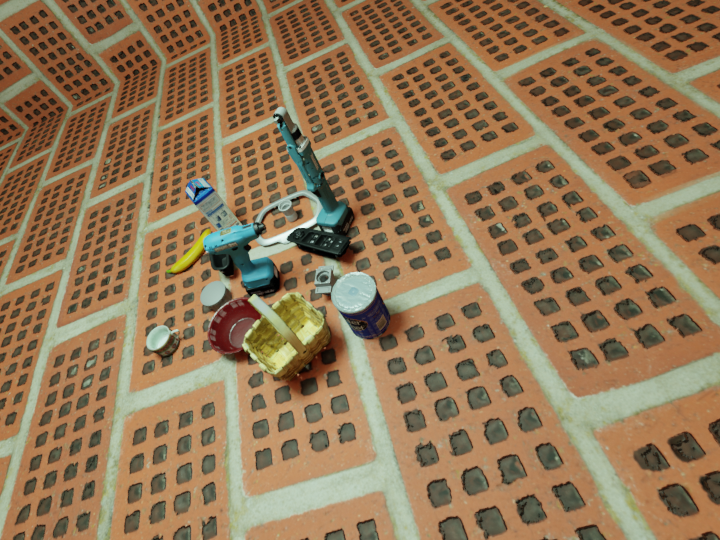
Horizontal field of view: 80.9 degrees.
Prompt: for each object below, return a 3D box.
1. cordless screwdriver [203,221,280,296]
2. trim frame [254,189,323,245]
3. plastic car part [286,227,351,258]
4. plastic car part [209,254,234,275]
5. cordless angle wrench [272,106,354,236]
[{"bbox_3d":[-0.279,-0.032,1.108,0.161,0.236,0.077,-16,52,10],"label":"cordless screwdriver"},{"bbox_3d":[-0.228,-0.163,1.317,0.250,0.026,0.192,-23,51,7],"label":"trim frame"},{"bbox_3d":[-0.116,-0.076,1.181,0.213,0.063,0.066,18,64,32],"label":"plastic car part"},{"bbox_3d":[-0.408,-0.026,1.270,0.066,0.067,0.122,-26,50,3],"label":"plastic car part"},{"bbox_3d":[-0.120,-0.242,1.083,0.078,0.402,0.098,11,60,27],"label":"cordless angle wrench"}]
